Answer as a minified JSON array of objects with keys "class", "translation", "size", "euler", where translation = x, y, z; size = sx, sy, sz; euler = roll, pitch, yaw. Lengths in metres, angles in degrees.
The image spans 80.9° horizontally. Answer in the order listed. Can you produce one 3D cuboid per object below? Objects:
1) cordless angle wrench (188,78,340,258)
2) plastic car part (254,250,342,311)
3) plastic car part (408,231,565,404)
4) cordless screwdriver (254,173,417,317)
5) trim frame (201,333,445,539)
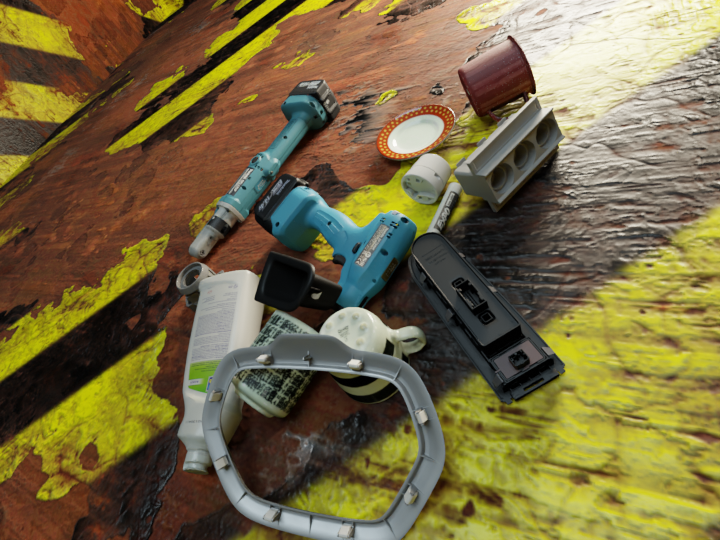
[{"class":"cordless angle wrench","translation":[-0.188,-0.195,0.812],"size":[0.103,0.070,0.423],"euler":[16,67,40]},{"class":"plastic car part","translation":[-0.067,0.022,0.501],"size":[0.123,0.067,0.066],"euler":[12,83,52]},{"class":"plastic car part","translation":[0.107,0.028,0.436],"size":[0.067,0.063,0.213],"euler":[-38,44,8]},{"class":"cordless screwdriver","translation":[-0.058,-0.038,0.596],"size":[0.263,0.070,0.159],"euler":[29,82,40]},{"class":"trim frame","translation":[-0.049,0.153,0.398],"size":[0.257,0.026,0.186],"euler":[-2,82,23]}]
